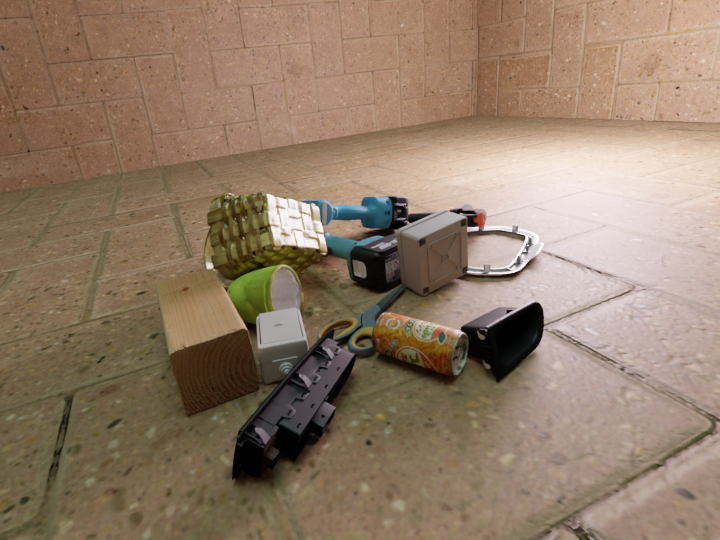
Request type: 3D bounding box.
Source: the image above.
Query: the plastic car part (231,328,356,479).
[{"bbox_3d":[-0.056,0.133,0.453,0.069,0.065,0.201,12,28,15],"label":"plastic car part"}]

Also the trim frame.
[{"bbox_3d":[0.247,-0.048,0.817,0.193,0.027,0.242,11,28,31],"label":"trim frame"}]

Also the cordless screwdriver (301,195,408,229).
[{"bbox_3d":[-0.027,-0.131,0.947,0.239,0.074,0.167,-4,10,-28],"label":"cordless screwdriver"}]

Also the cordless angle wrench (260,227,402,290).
[{"bbox_3d":[-0.085,-0.056,0.873,0.095,0.072,0.447,-23,27,-36],"label":"cordless angle wrench"}]

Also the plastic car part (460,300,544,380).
[{"bbox_3d":[0.171,0.077,0.531,0.113,0.065,0.074,-22,13,-39],"label":"plastic car part"}]
